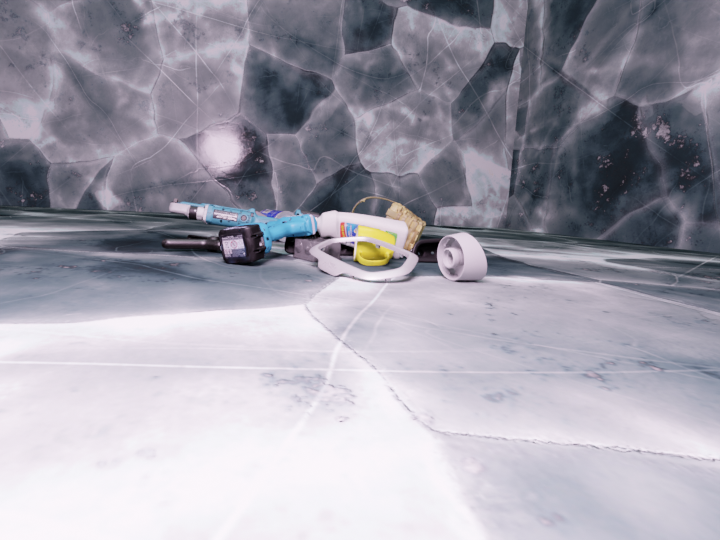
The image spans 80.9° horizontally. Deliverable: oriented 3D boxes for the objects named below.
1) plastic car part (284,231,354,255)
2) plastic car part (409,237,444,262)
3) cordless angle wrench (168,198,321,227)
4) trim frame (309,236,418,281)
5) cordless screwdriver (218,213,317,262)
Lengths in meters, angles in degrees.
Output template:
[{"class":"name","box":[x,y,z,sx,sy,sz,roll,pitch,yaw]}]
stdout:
[{"class":"plastic car part","box":[-0.111,-0.072,1.132,0.196,0.066,0.069,0,-1,-23]},{"class":"plastic car part","box":[0.176,-0.049,1.118,0.114,0.066,0.072,-2,-6,-13]},{"class":"cordless angle wrench","box":[-0.325,-0.143,1.190,0.420,0.099,0.074,9,-10,-4]},{"class":"trim frame","box":[0.002,-0.028,0.877,0.178,0.027,0.263,-18,29,-34]},{"class":"cordless screwdriver","box":[-0.229,-0.083,0.985,0.166,0.073,0.242,-1,16,30]}]
